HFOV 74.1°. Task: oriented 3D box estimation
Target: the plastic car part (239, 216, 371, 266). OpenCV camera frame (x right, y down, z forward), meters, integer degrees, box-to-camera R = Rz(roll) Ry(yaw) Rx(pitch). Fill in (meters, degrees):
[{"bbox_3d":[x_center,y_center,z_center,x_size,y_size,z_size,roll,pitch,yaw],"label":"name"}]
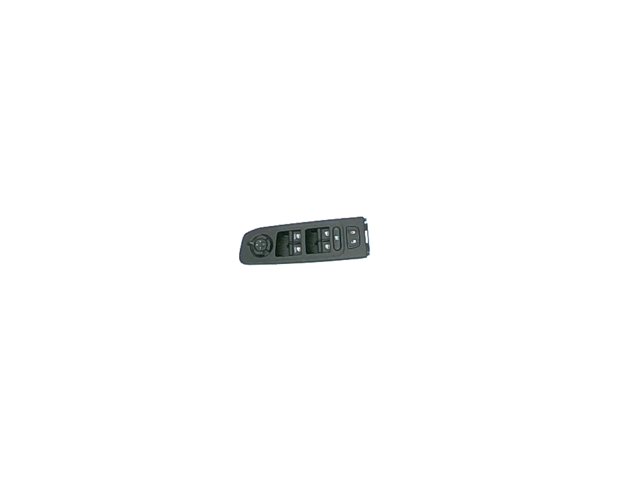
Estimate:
[{"bbox_3d":[-0.025,0.008,0.665,0.203,0.066,0.067,-4,-12,5],"label":"plastic car part"}]
